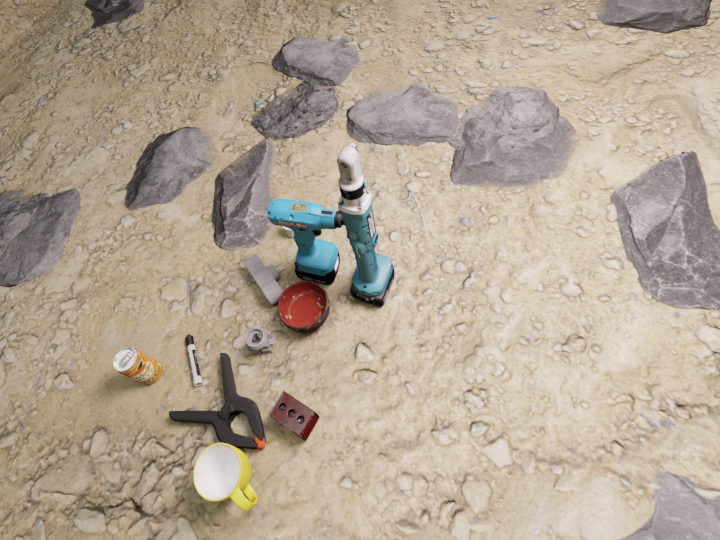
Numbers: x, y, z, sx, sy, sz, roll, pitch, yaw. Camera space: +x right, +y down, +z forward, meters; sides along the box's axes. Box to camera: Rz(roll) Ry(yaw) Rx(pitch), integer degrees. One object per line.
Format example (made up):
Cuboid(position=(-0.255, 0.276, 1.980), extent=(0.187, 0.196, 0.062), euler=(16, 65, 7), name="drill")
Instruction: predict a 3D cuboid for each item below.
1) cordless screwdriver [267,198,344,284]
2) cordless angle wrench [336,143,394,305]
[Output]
Cuboid(position=(-0.087, -0.057, 0.889), extent=(0.164, 0.238, 0.075), euler=(10, 62, 16), name="cordless screwdriver")
Cuboid(position=(0.005, -0.064, 0.772), extent=(0.077, 0.406, 0.098), euler=(17, 63, 18), name="cordless angle wrench")
